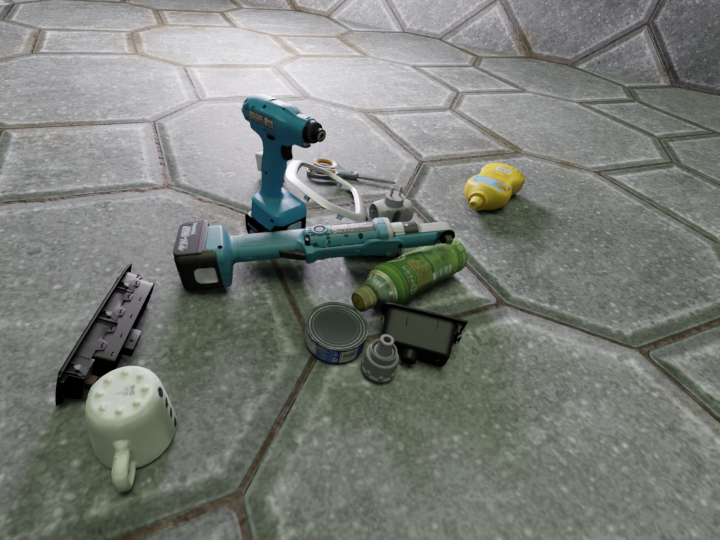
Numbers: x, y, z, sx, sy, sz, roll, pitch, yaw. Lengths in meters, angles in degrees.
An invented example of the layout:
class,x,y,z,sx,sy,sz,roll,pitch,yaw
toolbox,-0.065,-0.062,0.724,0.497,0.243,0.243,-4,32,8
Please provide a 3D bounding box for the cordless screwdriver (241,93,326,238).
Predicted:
class,x,y,z,sx,sy,sz,roll,pitch,yaw
cordless screwdriver,-0.122,-0.143,0.679,0.168,0.242,0.072,33,43,32

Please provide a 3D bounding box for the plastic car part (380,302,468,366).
class,x,y,z,sx,sy,sz,roll,pitch,yaw
plastic car part,0.079,0.095,0.580,0.118,0.064,0.072,11,53,8

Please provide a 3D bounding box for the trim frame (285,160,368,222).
class,x,y,z,sx,sy,sz,roll,pitch,yaw
trim frame,-0.061,-0.155,0.822,0.180,0.027,0.255,25,21,-13

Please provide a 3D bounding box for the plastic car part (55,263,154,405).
class,x,y,z,sx,sy,sz,roll,pitch,yaw
plastic car part,-0.312,0.069,0.539,0.065,0.065,0.210,10,38,-16

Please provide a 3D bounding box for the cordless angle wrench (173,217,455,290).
class,x,y,z,sx,sy,sz,roll,pitch,yaw
cordless angle wrench,-0.064,-0.042,0.656,0.421,0.072,0.102,-6,42,-4
